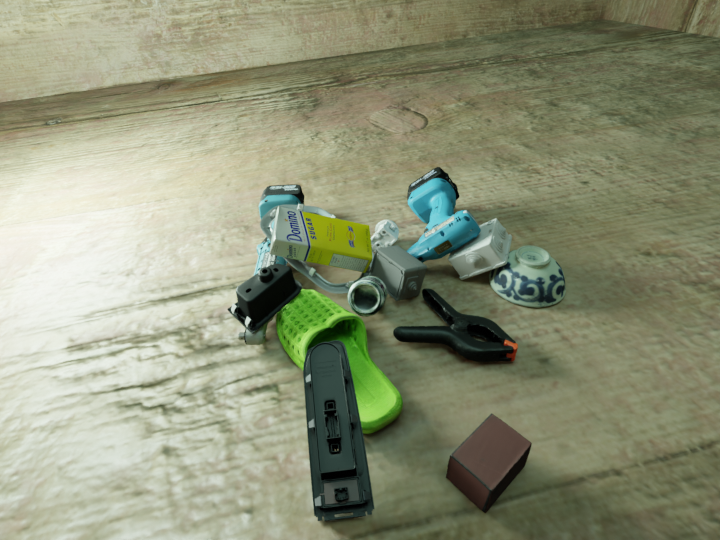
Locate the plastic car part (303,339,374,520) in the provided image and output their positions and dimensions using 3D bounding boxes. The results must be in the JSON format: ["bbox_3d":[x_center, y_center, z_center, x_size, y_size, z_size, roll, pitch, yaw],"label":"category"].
[{"bbox_3d":[-0.036,0.172,0.501,0.067,0.064,0.211,-13,51,3],"label":"plastic car part"}]

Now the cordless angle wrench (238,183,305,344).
[{"bbox_3d":[-0.168,-0.029,0.814,0.098,0.072,0.436,-4,40,1],"label":"cordless angle wrench"}]

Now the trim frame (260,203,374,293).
[{"bbox_3d":[-0.078,-0.051,0.802,0.258,0.027,0.179,43,47,21],"label":"trim frame"}]

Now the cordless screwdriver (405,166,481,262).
[{"bbox_3d":[0.135,-0.103,0.843,0.162,0.071,0.255,-34,26,22],"label":"cordless screwdriver"}]

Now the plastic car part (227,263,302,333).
[{"bbox_3d":[-0.150,0.028,0.661,0.069,0.068,0.115,34,61,28],"label":"plastic car part"}]
